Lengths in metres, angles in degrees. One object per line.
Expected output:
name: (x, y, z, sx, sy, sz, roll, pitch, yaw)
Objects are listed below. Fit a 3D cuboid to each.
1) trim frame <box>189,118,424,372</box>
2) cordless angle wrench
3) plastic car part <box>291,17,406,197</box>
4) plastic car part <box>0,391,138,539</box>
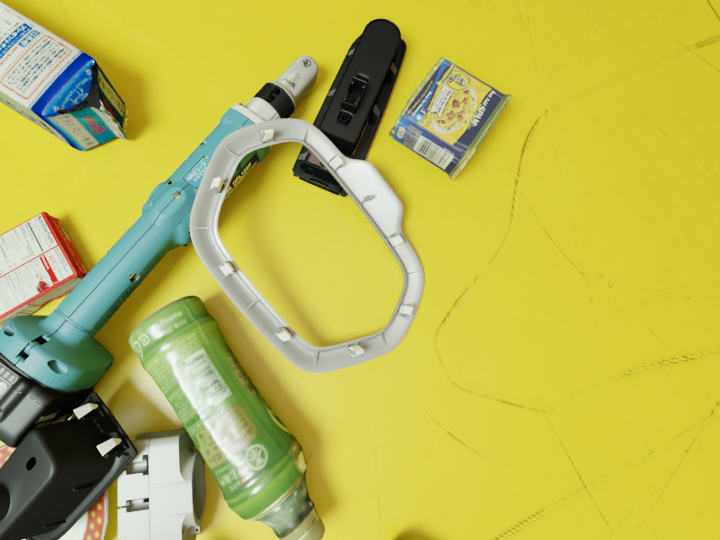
trim frame: (-0.038, -0.025, 0.384, 0.182, 0.028, 0.245, -42, 98, -23)
cordless angle wrench: (-0.166, -0.054, 0.389, 0.074, 0.098, 0.422, 35, 74, -2)
plastic car part: (-0.006, -0.184, 0.444, 0.067, 0.066, 0.204, 20, 74, 6)
plastic car part: (-0.236, 0.156, 0.305, 0.069, 0.068, 0.116, 39, 86, 20)
